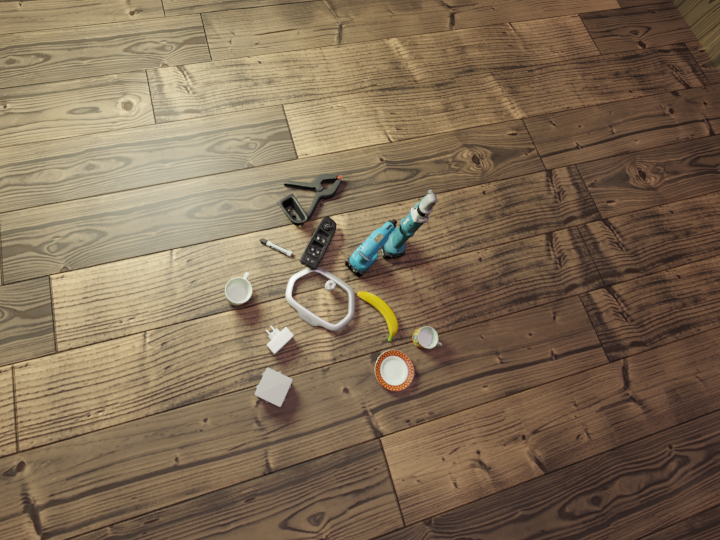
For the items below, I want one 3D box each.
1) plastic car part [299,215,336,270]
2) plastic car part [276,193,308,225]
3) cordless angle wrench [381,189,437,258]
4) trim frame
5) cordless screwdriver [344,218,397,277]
[{"bbox_3d":[-0.143,-0.093,1.460,0.066,0.067,0.204,26,70,-1],"label":"plastic car part"},{"bbox_3d":[-0.235,-0.199,1.482,0.065,0.070,0.119,-32,79,-17],"label":"plastic car part"},{"bbox_3d":[0.151,-0.138,1.324,0.073,0.422,0.100,-6,76,-14],"label":"cordless angle wrench"},{"bbox_3d":[-0.132,0.094,1.419,0.250,0.027,0.184,31,71,4],"label":"trim frame"},{"bbox_3d":[0.036,-0.073,1.380,0.075,0.248,0.158,43,71,2],"label":"cordless screwdriver"}]
